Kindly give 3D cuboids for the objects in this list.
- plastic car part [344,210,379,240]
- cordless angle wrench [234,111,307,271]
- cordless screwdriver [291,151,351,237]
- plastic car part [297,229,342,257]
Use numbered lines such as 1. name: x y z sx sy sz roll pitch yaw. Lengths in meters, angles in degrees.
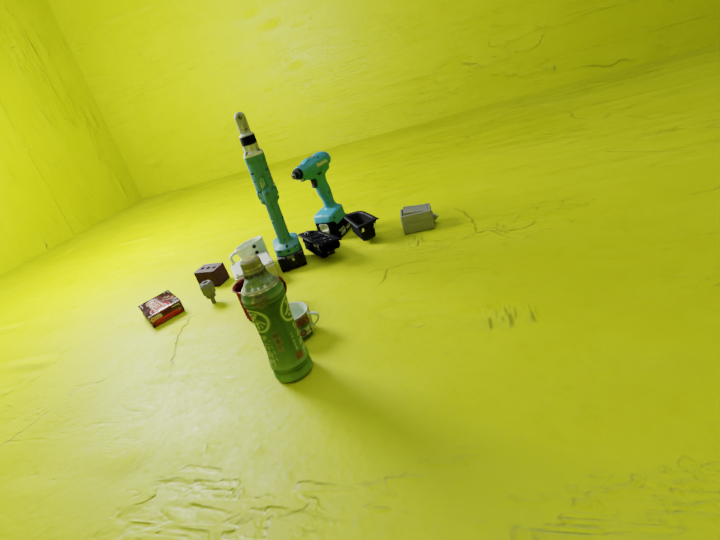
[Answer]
1. plastic car part: 0.005 -0.118 1.162 0.065 0.069 0.122 -24 25 -14
2. cordless angle wrench: -0.241 -0.201 1.098 0.074 0.410 0.101 -19 21 -5
3. cordless screwdriver: -0.116 -0.205 1.220 0.078 0.241 0.157 -1 27 35
4. plastic car part: -0.113 -0.074 1.159 0.065 0.065 0.213 -26 25 -18
